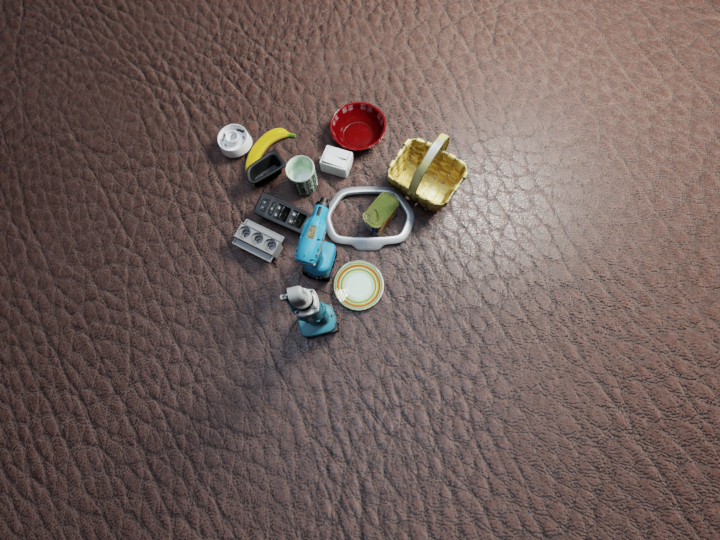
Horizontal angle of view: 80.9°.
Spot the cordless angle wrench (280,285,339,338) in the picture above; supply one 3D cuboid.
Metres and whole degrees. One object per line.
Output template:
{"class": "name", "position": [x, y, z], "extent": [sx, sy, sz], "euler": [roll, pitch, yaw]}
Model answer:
{"class": "cordless angle wrench", "position": [-0.106, 0.087, 0.904], "extent": [0.098, 0.414, 0.076], "euler": [-13, 76, -2]}

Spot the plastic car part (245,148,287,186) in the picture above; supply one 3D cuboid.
{"class": "plastic car part", "position": [-0.271, -0.282, 1.212], "extent": [0.116, 0.069, 0.068], "euler": [-35, 76, -6]}

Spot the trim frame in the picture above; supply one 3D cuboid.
{"class": "trim frame", "position": [0.020, -0.146, 1.163], "extent": [0.251, 0.027, 0.187], "euler": [-1, 73, 6]}

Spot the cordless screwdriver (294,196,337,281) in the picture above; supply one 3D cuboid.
{"class": "cordless screwdriver", "position": [-0.102, -0.066, 1.039], "extent": [0.075, 0.243, 0.160], "euler": [15, 76, 5]}

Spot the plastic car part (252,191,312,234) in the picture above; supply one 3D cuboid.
{"class": "plastic car part", "position": [-0.191, -0.142, 1.164], "extent": [0.208, 0.065, 0.066], "euler": [24, 77, 12]}
